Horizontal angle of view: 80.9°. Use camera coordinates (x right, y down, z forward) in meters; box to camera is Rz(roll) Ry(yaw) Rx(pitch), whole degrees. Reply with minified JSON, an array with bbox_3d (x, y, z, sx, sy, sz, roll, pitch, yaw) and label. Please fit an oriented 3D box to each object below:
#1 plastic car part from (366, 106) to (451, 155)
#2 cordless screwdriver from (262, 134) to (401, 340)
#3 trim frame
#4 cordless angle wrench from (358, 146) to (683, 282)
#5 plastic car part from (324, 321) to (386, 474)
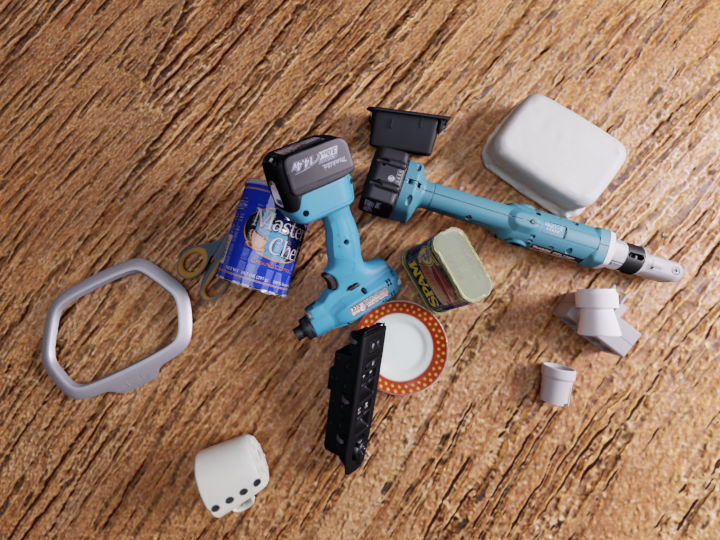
[{"bbox_3d":[0.063,-0.194,0.612,0.119,0.065,0.070,9,100,9],"label":"plastic car part"},{"bbox_3d":[-0.052,-0.034,0.533,0.157,0.078,0.240,-30,117,-15],"label":"cordless screwdriver"},{"bbox_3d":[-0.369,0.090,0.638,0.249,0.027,0.187,-27,81,1],"label":"trim frame"},{"bbox_3d":[0.210,-0.060,0.564,0.427,0.097,0.074,18,83,4],"label":"cordless angle wrench"},{"bbox_3d":[-0.013,0.168,0.559,0.070,0.064,0.202,6,96,22],"label":"plastic car part"}]
